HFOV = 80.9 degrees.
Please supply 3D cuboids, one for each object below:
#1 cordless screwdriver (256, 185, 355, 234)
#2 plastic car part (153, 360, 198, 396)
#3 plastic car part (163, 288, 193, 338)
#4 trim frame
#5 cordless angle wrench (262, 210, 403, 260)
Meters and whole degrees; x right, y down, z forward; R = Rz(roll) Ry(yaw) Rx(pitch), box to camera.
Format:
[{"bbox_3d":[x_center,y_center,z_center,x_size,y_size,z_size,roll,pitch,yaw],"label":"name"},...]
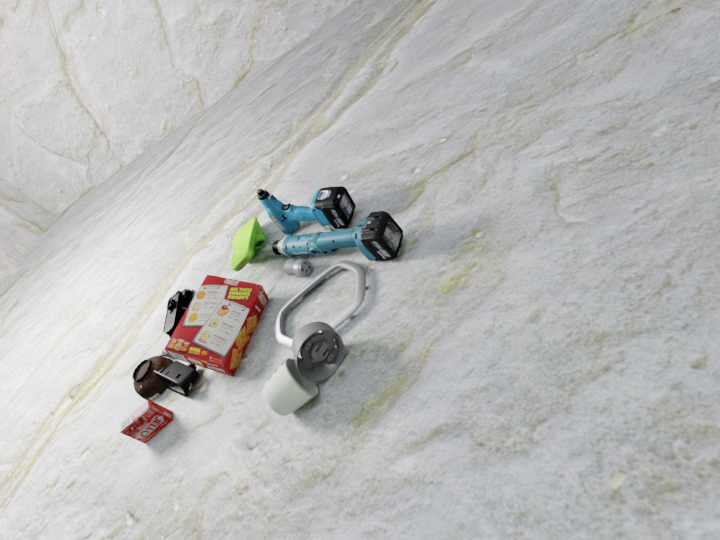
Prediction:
[{"bbox_3d":[-0.149,-0.170,1.107,0.260,0.151,0.075,-3,51,35],"label":"cordless screwdriver"},{"bbox_3d":[-0.431,0.254,1.022,0.122,0.063,0.070,2,40,36],"label":"plastic car part"},{"bbox_3d":[-0.526,0.124,1.216,0.067,0.063,0.212,-27,43,6],"label":"plastic car part"},{"bbox_3d":[-0.089,0.074,0.932,0.249,0.026,0.194,-42,40,2],"label":"trim frame"},{"bbox_3d":[-0.100,-0.066,1.026,0.443,0.093,0.075,-3,55,41],"label":"cordless angle wrench"}]
